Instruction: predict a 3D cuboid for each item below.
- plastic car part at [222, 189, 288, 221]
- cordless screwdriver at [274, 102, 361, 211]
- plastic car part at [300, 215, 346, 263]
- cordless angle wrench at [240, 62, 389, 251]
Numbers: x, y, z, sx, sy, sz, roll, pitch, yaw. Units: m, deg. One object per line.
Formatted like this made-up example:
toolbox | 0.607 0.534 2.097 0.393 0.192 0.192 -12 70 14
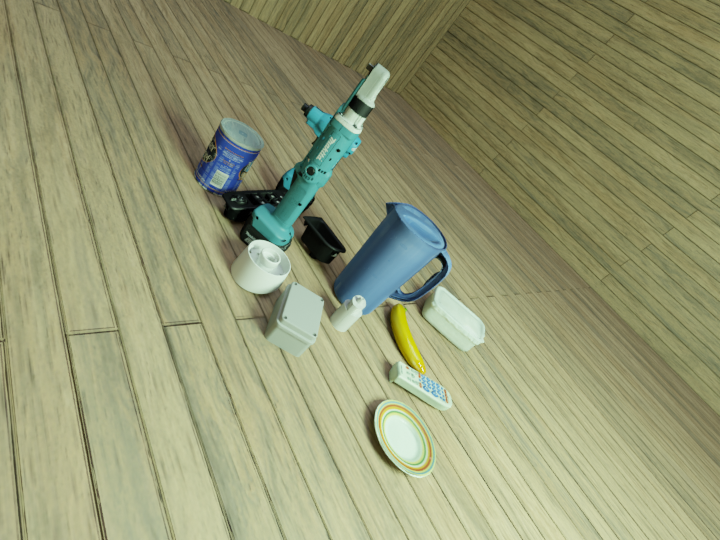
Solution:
plastic car part | -0.225 -0.143 0.933 0.069 0.067 0.194 52 31 19
cordless screwdriver | -0.130 -0.269 1.030 0.158 0.250 0.074 40 29 -3
plastic car part | -0.094 -0.062 0.964 0.063 0.071 0.121 -2 49 -51
cordless angle wrench | -0.085 -0.190 0.789 0.099 0.425 0.073 43 29 1
